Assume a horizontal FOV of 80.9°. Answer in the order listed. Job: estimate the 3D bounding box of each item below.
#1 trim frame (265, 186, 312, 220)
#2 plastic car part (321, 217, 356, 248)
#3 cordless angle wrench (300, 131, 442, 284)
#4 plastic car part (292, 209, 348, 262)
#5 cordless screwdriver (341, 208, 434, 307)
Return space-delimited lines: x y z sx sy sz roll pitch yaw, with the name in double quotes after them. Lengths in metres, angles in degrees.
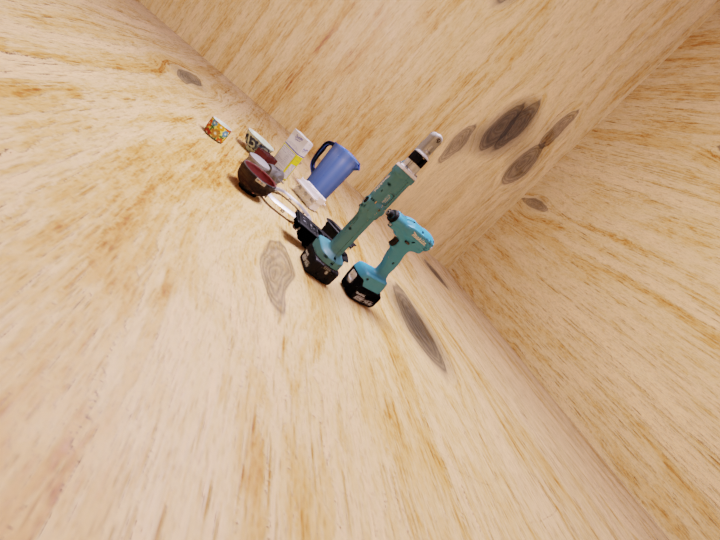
-0.231 -0.209 1.298 0.187 0.028 0.244 44 13 5 "trim frame"
-0.079 -0.094 1.277 0.119 0.071 0.064 45 13 10 "plastic car part"
0.029 -0.147 0.966 0.071 0.425 0.102 36 16 -30 "cordless angle wrench"
-0.109 -0.072 1.120 0.193 0.067 0.069 36 15 -29 "plastic car part"
0.051 -0.033 1.058 0.151 0.250 0.078 35 16 -32 "cordless screwdriver"
